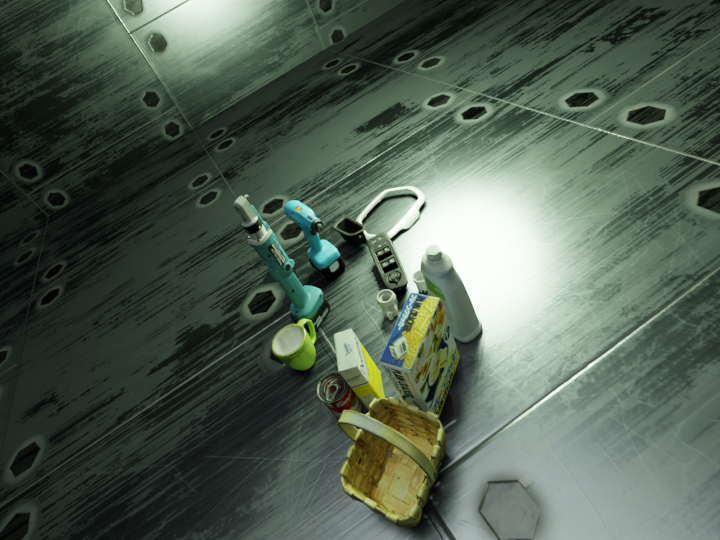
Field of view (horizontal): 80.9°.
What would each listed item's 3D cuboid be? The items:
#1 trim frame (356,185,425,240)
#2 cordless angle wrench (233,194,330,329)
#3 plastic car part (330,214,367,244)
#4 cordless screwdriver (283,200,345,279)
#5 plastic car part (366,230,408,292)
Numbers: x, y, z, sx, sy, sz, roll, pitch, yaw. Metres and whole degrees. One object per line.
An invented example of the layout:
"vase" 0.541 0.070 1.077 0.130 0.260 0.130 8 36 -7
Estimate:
"trim frame" 0.092 -0.179 1.313 0.195 0.026 0.247 24 63 42
"cordless angle wrench" -0.193 -0.011 1.021 0.078 0.402 0.098 11 53 35
"plastic car part" -0.025 -0.111 1.279 0.065 0.067 0.123 -41 43 -15
"cordless screwdriver" -0.114 -0.074 1.165 0.074 0.236 0.169 -39 42 -14
"plastic car part" 0.076 -0.015 1.133 0.067 0.064 0.212 -24 42 4
